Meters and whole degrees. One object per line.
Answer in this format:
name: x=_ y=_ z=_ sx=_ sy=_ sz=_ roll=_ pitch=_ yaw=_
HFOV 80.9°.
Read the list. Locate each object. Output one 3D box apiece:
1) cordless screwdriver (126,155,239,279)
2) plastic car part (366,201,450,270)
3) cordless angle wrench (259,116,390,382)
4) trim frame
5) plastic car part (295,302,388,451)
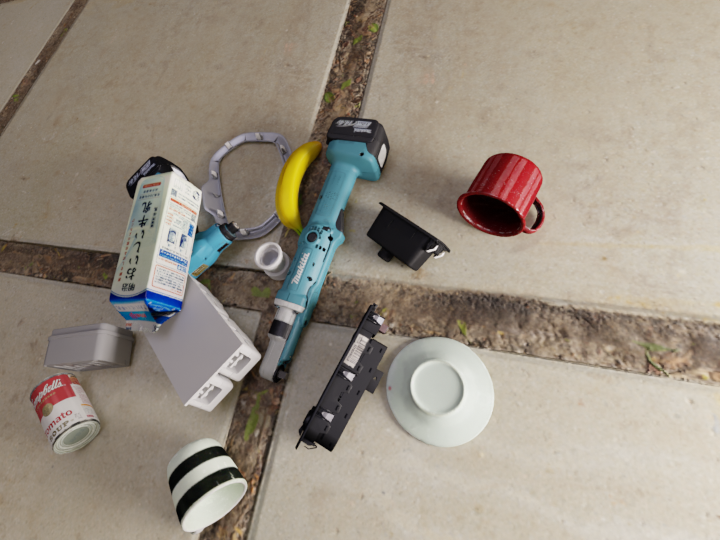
cordless screwdriver: x=-0.314 y=-0.103 z=0.748 sx=0.160 sy=0.071 sz=0.260 roll=-38 pitch=62 yaw=10
plastic car part: x=0.058 y=-0.041 z=0.614 sx=0.123 sy=0.062 sz=0.071 roll=36 pitch=94 yaw=32
cordless angle wrench: x=-0.063 y=-0.041 z=0.647 sx=0.102 sy=0.071 sz=0.426 roll=13 pitch=72 yaw=22
trim frame: x=-0.206 y=-0.165 z=0.777 sx=0.186 sy=0.026 sz=0.258 roll=-22 pitch=62 yaw=9
plastic car part: x=-0.015 y=0.145 z=0.548 sx=0.067 sy=0.066 sz=0.203 roll=34 pitch=76 yaw=1
